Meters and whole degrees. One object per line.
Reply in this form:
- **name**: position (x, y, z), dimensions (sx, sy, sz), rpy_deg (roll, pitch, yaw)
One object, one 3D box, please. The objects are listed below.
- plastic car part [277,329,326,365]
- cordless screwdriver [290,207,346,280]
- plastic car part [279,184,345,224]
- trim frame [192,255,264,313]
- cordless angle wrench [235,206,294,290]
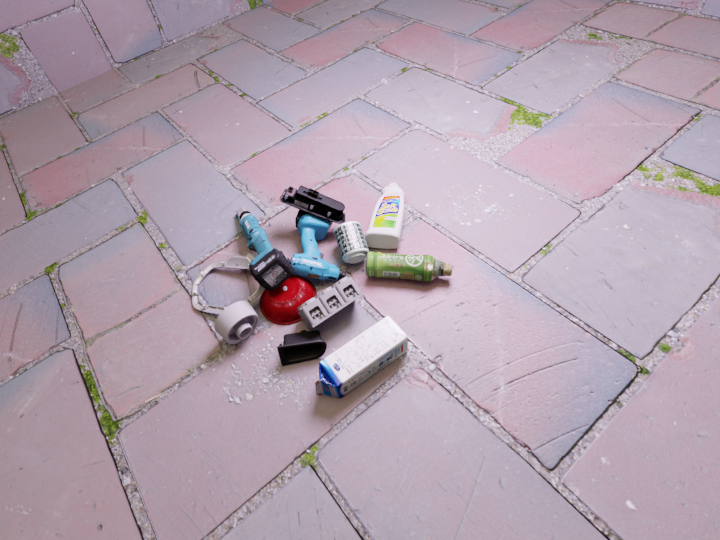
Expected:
- **plastic car part**: position (-0.144, 0.179, 1.039), dimensions (0.116, 0.063, 0.074), rpy_deg (-12, 36, -4)
- **cordless screwdriver**: position (-0.120, -0.078, 1.222), dimensions (0.155, 0.074, 0.257), rpy_deg (12, 47, -15)
- **plastic car part**: position (-0.129, -0.200, 1.237), dimensions (0.202, 0.067, 0.067), rpy_deg (26, 36, -4)
- **trim frame**: position (-0.374, 0.038, 1.190), dimensions (0.259, 0.026, 0.186), rpy_deg (3, 55, 26)
- **cordless angle wrench**: position (-0.305, -0.096, 1.237), dimensions (0.098, 0.070, 0.446), rpy_deg (-41, 39, 0)
